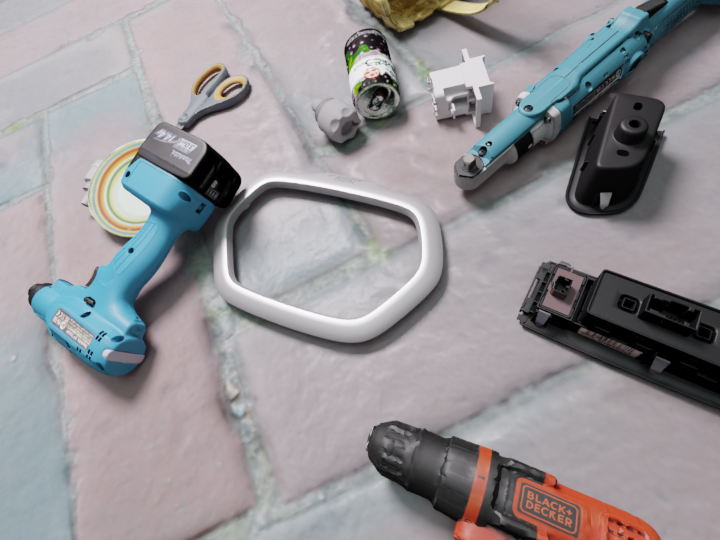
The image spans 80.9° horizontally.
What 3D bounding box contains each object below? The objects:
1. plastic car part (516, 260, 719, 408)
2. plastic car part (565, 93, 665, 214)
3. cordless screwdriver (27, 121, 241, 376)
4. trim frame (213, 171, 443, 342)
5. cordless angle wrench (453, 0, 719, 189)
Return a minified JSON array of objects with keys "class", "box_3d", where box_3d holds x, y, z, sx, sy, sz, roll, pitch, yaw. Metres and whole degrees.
[{"class":"plastic car part","box_3d":[0.232,0.047,0.305,0.211,0.064,0.066,26,64,22]},{"class":"plastic car part","box_3d":[0.235,-0.112,0.381,0.069,0.068,0.117,21,67,22]},{"class":"cordless screwdriver","box_3d":[-0.246,-0.035,0.450,0.166,0.071,0.249,23,80,23]},{"class":"trim frame","box_3d":[-0.042,-0.028,0.431,0.258,0.026,0.185,13,68,22]},{"class":"cordless angle wrench","box_3d":[0.256,-0.222,0.430,0.422,0.093,0.078,-41,63,-4]}]
